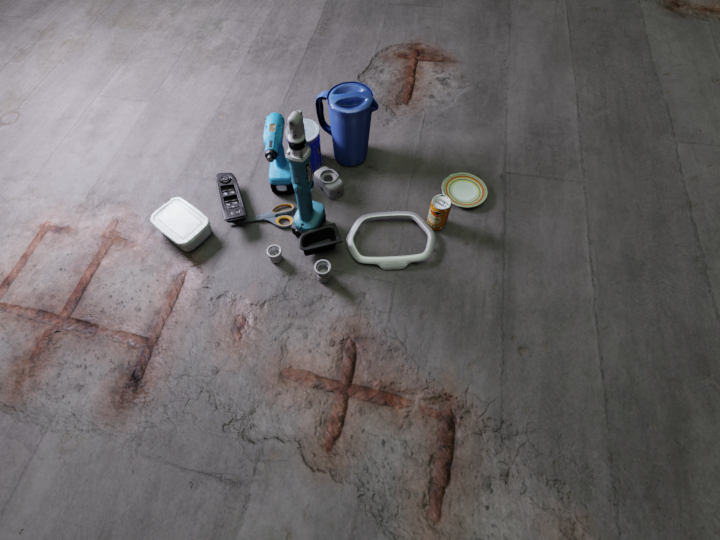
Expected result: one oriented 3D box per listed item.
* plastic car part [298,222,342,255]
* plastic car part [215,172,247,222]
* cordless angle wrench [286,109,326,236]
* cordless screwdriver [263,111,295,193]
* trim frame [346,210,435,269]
[{"bbox_3d":[-0.114,-0.075,1.168,0.115,0.069,0.069,-18,61,-8],"label":"plastic car part"},{"bbox_3d":[-0.389,-0.216,1.273,0.066,0.065,0.211,-18,60,-9],"label":"plastic car part"},{"bbox_3d":[-0.144,-0.223,1.059,0.076,0.410,0.098,20,62,10],"label":"cordless angle wrench"},{"bbox_3d":[-0.236,-0.307,1.214,0.074,0.241,0.163,0,60,-1],"label":"cordless screwdriver"},{"bbox_3d":[0.084,-0.088,1.186,0.249,0.026,0.189,-3,59,2],"label":"trim frame"}]
